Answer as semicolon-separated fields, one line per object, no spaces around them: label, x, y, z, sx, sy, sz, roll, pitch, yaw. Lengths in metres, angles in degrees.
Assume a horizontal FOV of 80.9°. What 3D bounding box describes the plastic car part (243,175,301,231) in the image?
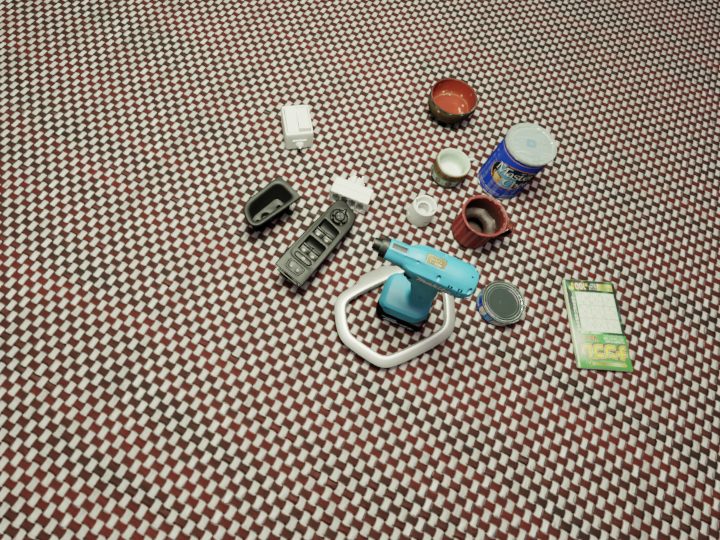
plastic car part;-0.185;-0.123;0.852;0.067;0.070;0.115;44;70;10

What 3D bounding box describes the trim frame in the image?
trim frame;0.069;0.076;0.812;0.245;0.027;0.190;-25;71;-14

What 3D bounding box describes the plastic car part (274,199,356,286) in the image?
plastic car part;-0.081;-0.053;0.833;0.067;0.066;0.202;36;69;7

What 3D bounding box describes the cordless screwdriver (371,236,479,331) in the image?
cordless screwdriver;0.076;0.023;0.717;0.160;0.246;0.075;25;68;1
